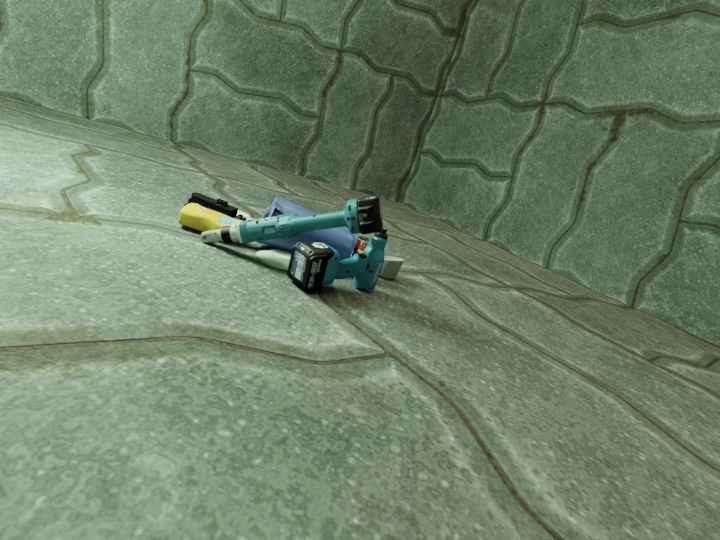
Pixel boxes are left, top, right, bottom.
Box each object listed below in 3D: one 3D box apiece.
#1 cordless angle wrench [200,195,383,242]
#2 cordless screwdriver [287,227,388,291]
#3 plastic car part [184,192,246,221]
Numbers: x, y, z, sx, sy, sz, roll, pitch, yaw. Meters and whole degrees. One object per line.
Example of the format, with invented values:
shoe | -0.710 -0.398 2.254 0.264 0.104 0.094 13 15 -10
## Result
cordless angle wrench | -0.166 -0.101 0.956 0.430 0.073 0.097 -6 11 11
cordless screwdriver | -0.038 -0.030 0.960 0.236 0.158 0.079 2 22 -43
plastic car part | -0.424 -0.179 1.232 0.209 0.066 0.066 19 29 14
